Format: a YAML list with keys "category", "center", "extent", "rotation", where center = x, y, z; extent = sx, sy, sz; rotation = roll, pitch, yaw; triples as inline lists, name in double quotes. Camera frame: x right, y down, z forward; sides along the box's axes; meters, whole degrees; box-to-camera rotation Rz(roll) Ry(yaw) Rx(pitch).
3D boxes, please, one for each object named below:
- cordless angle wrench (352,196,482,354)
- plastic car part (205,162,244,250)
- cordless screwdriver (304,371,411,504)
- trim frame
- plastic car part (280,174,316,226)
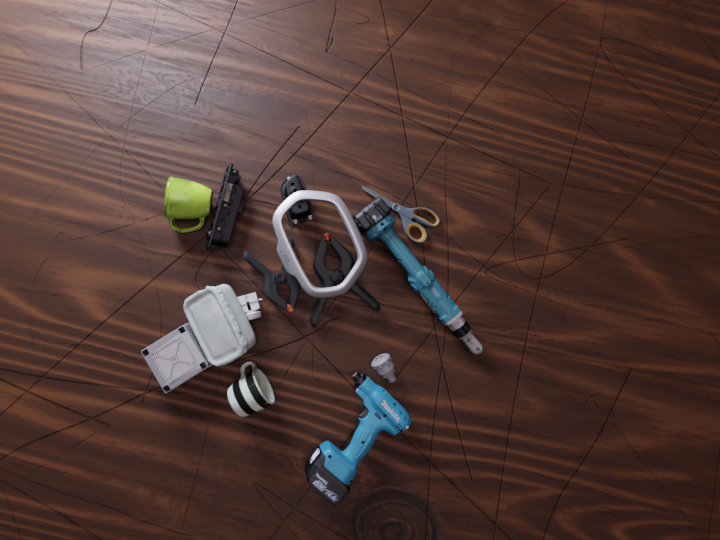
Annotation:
- category: "cordless angle wrench"
  center: [0.139, 0.022, 0.960]
  extent: [0.074, 0.098, 0.422]
  rotation: [-39, 91, -5]
- category: "plastic car part"
  center: [-0.308, -0.138, 0.970]
  extent: [0.064, 0.069, 0.204]
  rotation: [21, 81, -30]
- category: "cordless screwdriver"
  center: [-0.025, 0.357, 0.921]
  extent: [0.160, 0.074, 0.247]
  rotation: [44, 79, 1]
- category: "trim frame"
  center: [-0.092, -0.060, 0.936]
  extent: [0.183, 0.028, 0.246]
  rotation: [-26, 95, -5]
- category: "plastic car part"
  center: [-0.148, -0.168, 0.973]
  extent: [0.065, 0.071, 0.117]
  rotation: [-17, 89, -8]
